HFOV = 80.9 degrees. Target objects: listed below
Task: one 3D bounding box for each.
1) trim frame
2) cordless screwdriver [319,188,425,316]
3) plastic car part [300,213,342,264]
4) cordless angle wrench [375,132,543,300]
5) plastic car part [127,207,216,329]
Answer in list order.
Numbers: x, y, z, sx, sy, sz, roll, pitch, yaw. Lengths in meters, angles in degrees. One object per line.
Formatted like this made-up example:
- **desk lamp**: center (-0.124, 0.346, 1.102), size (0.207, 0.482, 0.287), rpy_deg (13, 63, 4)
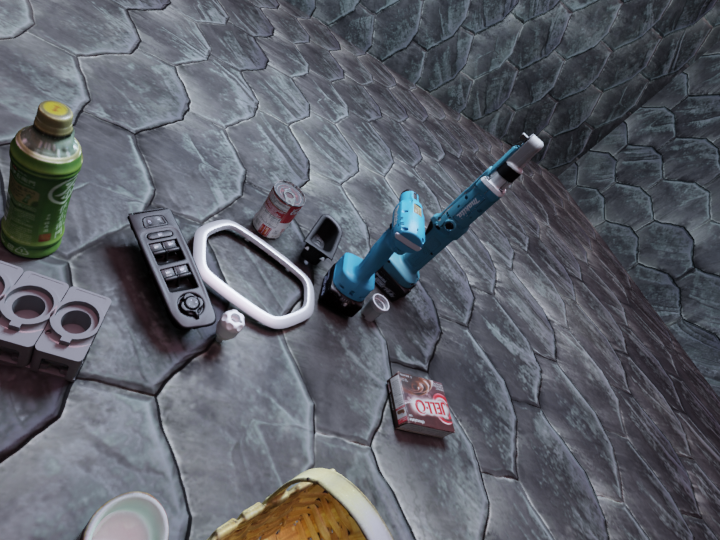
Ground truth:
- **trim frame**: center (-0.184, 0.003, 0.741), size (0.245, 0.028, 0.185), rpy_deg (35, 36, -8)
- **cordless screwdriver**: center (0.025, -0.036, 0.780), size (0.072, 0.251, 0.162), rpy_deg (32, 37, -17)
- **plastic car part**: center (-0.084, -0.055, 0.857), size (0.065, 0.071, 0.117), rpy_deg (35, 36, -10)
- **cordless angle wrench**: center (0.179, -0.095, 0.831), size (0.099, 0.426, 0.073), rpy_deg (48, 36, 5)
- **plastic car part**: center (-0.280, 0.005, 0.618), size (0.063, 0.067, 0.210), rpy_deg (-11, 59, -48)
